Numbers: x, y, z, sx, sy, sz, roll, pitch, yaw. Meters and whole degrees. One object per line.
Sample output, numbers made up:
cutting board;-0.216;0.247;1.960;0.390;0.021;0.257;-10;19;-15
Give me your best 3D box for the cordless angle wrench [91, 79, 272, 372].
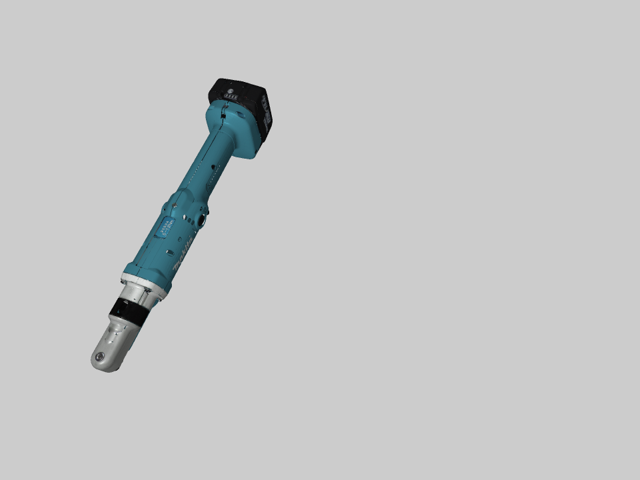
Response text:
cordless angle wrench;-0.180;-0.033;0.562;0.074;0.421;0.098;16;-24;11
